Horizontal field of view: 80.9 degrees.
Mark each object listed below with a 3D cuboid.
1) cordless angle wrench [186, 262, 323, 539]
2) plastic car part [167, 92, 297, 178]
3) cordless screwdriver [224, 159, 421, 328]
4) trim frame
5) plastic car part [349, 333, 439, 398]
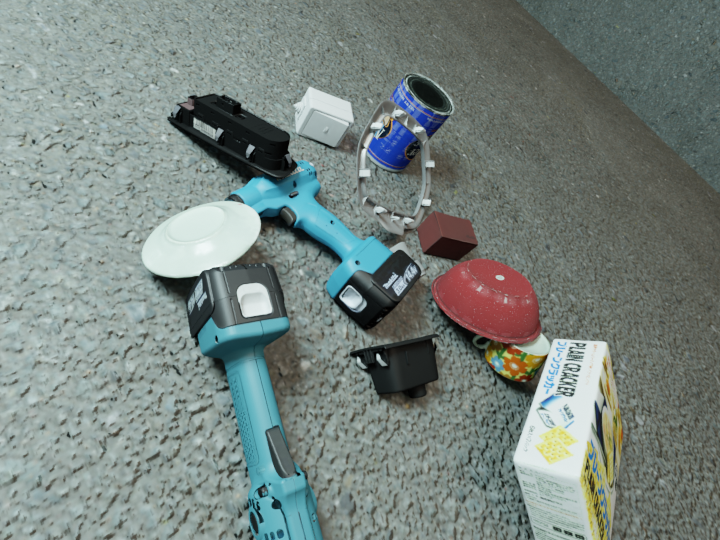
[{"bbox_3d":[-0.064,0.199,0.354,0.071,0.099,0.436,-4,63,-36],"label":"cordless angle wrench"},{"bbox_3d":[-0.165,-0.191,0.568,0.210,0.066,0.065,35,35,16],"label":"plastic car part"},{"bbox_3d":[-0.053,-0.035,0.546,0.255,0.074,0.155,45,46,11],"label":"cordless screwdriver"},{"bbox_3d":[0.061,-0.147,0.638,0.237,0.029,0.184,9,90,-60],"label":"trim frame"},{"bbox_3d":[0.056,0.118,0.510,0.111,0.068,0.072,1,73,-36],"label":"plastic car part"}]
